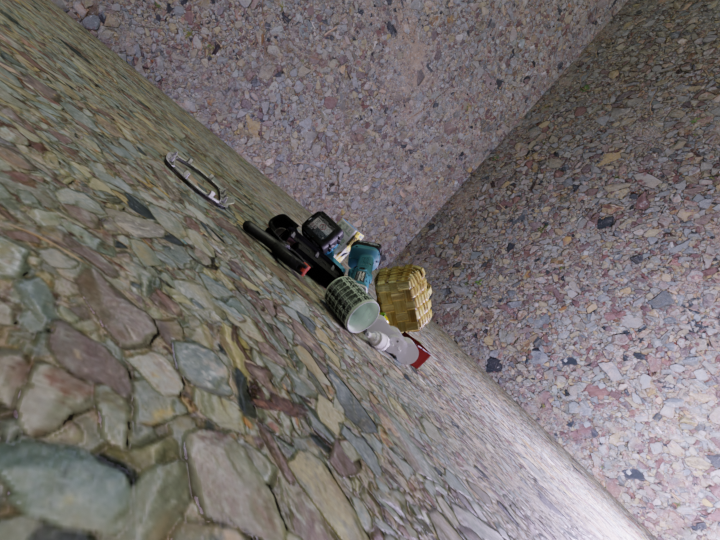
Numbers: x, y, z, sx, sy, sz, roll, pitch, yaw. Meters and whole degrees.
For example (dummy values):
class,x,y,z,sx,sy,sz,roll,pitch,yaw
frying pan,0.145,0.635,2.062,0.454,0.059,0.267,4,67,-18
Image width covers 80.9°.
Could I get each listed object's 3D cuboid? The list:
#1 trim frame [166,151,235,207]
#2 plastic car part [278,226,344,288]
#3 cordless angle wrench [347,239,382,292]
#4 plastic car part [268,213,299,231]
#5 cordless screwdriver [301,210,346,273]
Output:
class,x,y,z,sx,sy,sz,roll,pitch,yaw
trim frame,-0.375,-0.216,0.996,0.176,0.027,0.259,40,3,-26
plastic car part,-0.117,-0.019,1.035,0.194,0.067,0.070,39,15,-26
cordless angle wrench,-0.002,0.018,1.119,0.099,0.073,0.425,9,21,3
plastic car part,-0.210,-0.110,1.209,0.123,0.066,0.067,42,-12,50
cordless screwdriver,-0.114,-0.075,1.166,0.165,0.074,0.241,44,-17,19
